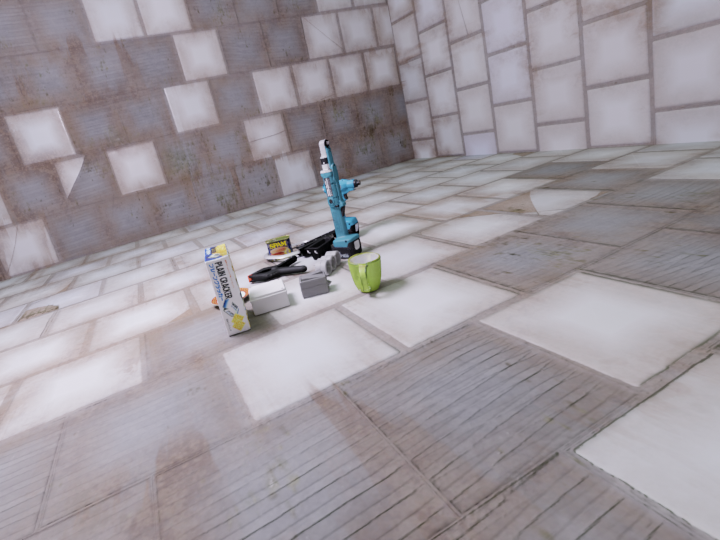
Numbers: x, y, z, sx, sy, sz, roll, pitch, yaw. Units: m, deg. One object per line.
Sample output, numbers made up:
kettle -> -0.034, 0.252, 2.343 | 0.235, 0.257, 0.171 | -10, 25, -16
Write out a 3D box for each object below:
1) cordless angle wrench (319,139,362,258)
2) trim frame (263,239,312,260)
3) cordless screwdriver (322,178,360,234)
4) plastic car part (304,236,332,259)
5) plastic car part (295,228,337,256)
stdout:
cordless angle wrench -> -0.087, -0.249, 1.494 | 0.103, 0.414, 0.072 | -1, 19, 37
trim frame -> -0.282, -0.084, 1.754 | 0.242, 0.027, 0.193 | -22, 21, -23
cordless screwdriver -> -0.055, -0.254, 1.744 | 0.165, 0.243, 0.073 | -4, 17, 27
plastic car part -> -0.141, -0.074, 1.565 | 0.069, 0.069, 0.114 | 1, 23, 38
plastic car part -> -0.164, -0.107, 1.679 | 0.198, 0.065, 0.069 | -22, 19, -25
